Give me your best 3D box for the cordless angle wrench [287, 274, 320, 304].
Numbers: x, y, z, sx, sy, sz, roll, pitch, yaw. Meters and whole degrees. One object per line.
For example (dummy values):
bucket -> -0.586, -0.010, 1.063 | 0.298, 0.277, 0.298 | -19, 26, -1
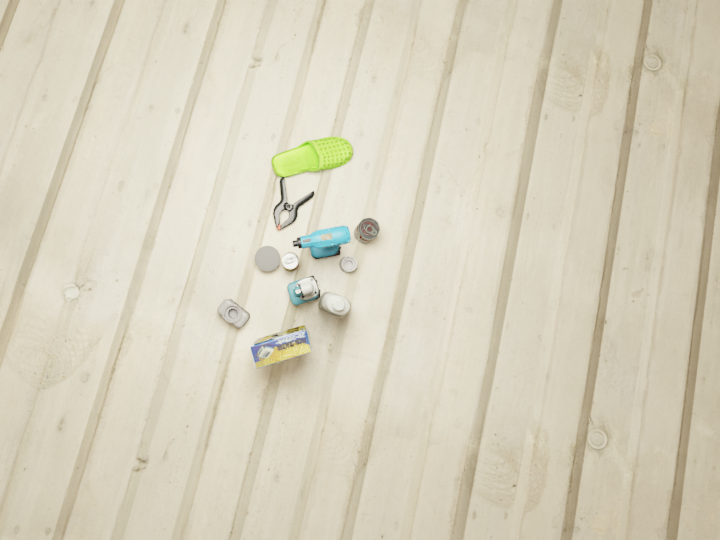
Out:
cordless angle wrench -> -0.150, 0.052, 1.150 | 0.097, 0.424, 0.075 | -19, 89, -9

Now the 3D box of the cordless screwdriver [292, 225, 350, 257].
cordless screwdriver -> -0.123, -0.080, 1.256 | 0.158, 0.249, 0.075 | -11, 88, -8
